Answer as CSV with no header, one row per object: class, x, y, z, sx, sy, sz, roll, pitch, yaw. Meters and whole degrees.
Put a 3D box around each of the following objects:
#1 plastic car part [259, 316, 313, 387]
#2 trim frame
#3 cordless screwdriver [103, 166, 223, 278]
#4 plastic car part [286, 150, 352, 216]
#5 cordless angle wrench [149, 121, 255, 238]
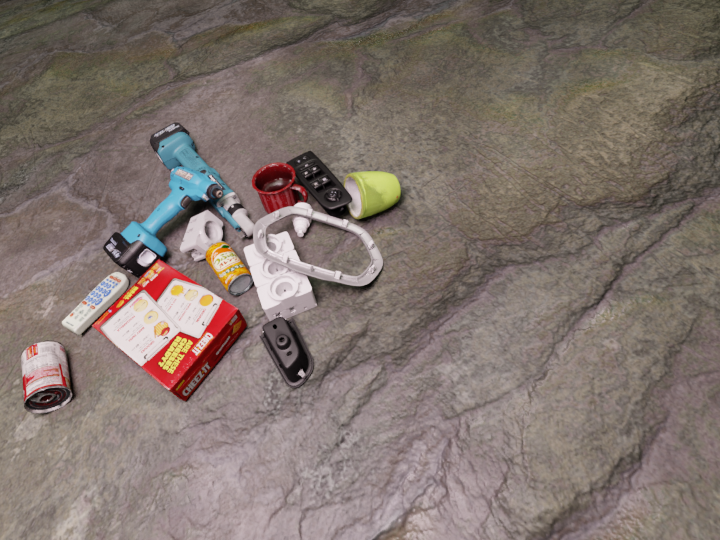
plastic car part,-0.122,0.122,0.686,0.065,0.068,0.123,-29,52,-11
trim frame,-0.077,-0.050,0.784,0.248,0.027,0.187,18,44,-1
cordless screwdriver,-0.393,-0.100,0.861,0.168,0.070,0.248,24,73,36
plastic car part,-0.087,-0.177,0.897,0.065,0.064,0.214,-24,46,-18
cordless angle wrench,-0.359,-0.209,0.981,0.097,0.071,0.445,-37,58,-16
